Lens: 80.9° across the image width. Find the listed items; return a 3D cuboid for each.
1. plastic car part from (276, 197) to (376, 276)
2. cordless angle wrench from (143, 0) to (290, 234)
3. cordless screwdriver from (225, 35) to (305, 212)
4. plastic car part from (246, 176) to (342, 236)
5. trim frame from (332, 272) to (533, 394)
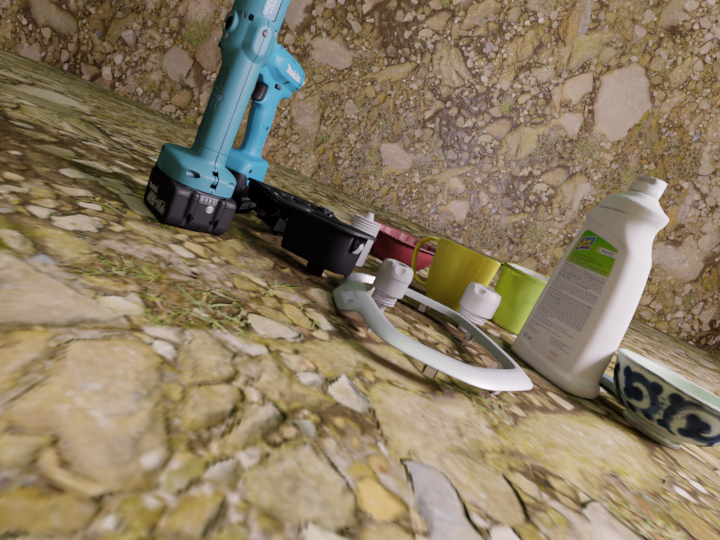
[{"bbox_3d":[-0.048,-0.032,0.495,0.122,0.071,0.063,30,13,29],"label":"plastic car part"},{"bbox_3d":[-0.118,-0.246,0.445,0.070,0.421,0.104,14,15,-46],"label":"cordless angle wrench"},{"bbox_3d":[-0.167,-0.212,0.627,0.076,0.248,0.156,26,11,8],"label":"cordless screwdriver"},{"bbox_3d":[-0.092,-0.078,0.627,0.069,0.067,0.194,30,13,26],"label":"plastic car part"},{"bbox_3d":[0.061,0.054,0.433,0.180,0.027,0.255,21,12,-13],"label":"trim frame"}]
